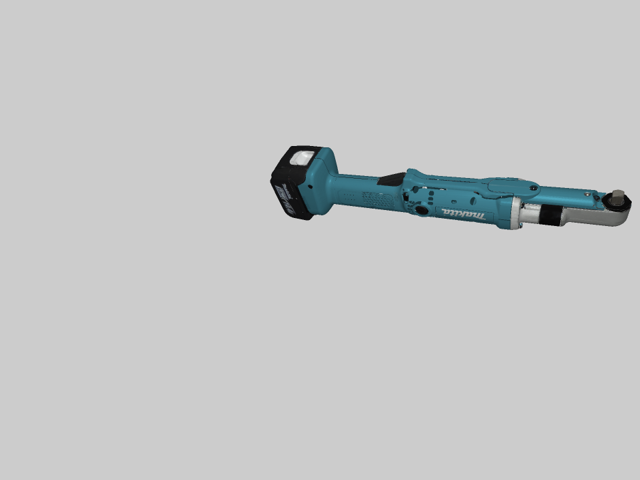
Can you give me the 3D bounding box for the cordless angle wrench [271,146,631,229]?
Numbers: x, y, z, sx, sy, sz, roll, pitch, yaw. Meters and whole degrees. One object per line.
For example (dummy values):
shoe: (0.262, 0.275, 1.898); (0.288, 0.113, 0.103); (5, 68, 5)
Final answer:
cordless angle wrench: (0.134, -0.058, 0.538); (0.423, 0.074, 0.098); (10, -36, 28)
